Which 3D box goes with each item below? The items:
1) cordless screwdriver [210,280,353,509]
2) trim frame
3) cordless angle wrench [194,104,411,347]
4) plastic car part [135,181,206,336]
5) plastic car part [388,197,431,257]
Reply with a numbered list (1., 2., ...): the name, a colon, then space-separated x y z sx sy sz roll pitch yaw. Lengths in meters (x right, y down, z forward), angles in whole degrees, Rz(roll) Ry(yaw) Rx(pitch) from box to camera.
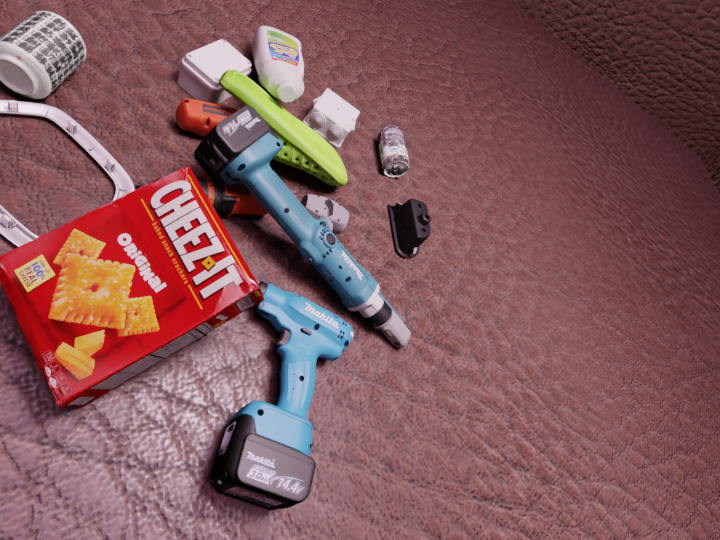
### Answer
1. cordless screwdriver: -0.105 0.130 0.507 0.156 0.075 0.252 30 44 -13
2. trim frame: -0.400 -0.124 0.520 0.248 0.028 0.182 45 48 -1
3. cordless angle wrench: -0.060 -0.039 0.615 0.413 0.076 0.097 50 47 -13
4. plastic car part: -0.247 -0.005 0.513 0.065 0.067 0.207 -27 77 -32
5. plastic car part: 0.100 -0.087 0.787 0.063 0.071 0.120 15 51 -25
